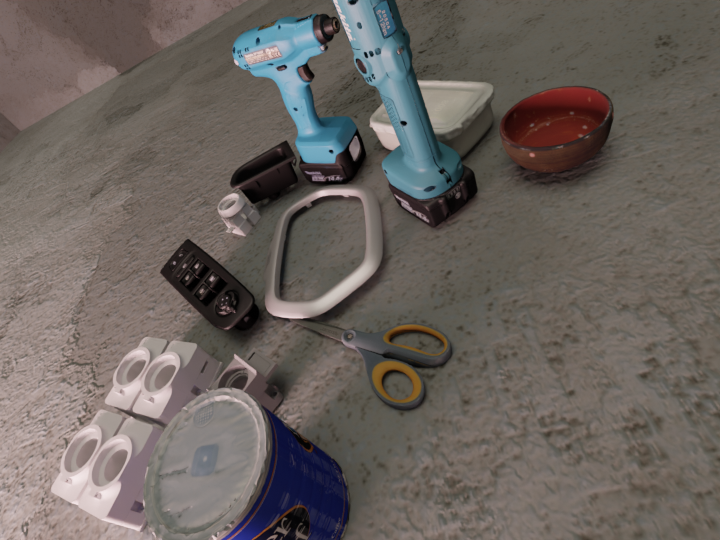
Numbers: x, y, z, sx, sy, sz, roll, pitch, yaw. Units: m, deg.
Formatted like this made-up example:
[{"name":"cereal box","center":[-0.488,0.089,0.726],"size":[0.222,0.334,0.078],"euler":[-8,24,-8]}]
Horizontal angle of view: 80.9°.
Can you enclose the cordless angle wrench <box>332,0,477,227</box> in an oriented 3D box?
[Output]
[{"name":"cordless angle wrench","center":[0.021,-0.217,0.419],"size":[0.074,0.401,0.104],"euler":[-38,43,-7]}]

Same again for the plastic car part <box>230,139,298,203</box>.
[{"name":"plastic car part","center":[-0.154,-0.155,0.715],"size":[0.117,0.067,0.069],"euler":[-30,43,4]}]

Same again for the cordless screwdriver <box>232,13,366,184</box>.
[{"name":"cordless screwdriver","center":[-0.059,-0.237,0.606],"size":[0.167,0.236,0.075],"euler":[6,54,34]}]

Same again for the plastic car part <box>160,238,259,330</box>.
[{"name":"plastic car part","center":[-0.205,0.028,0.586],"size":[0.066,0.063,0.215],"euler":[-48,45,-15]}]

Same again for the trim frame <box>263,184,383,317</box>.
[{"name":"trim frame","center":[-0.057,-0.037,0.581],"size":[0.188,0.026,0.257],"euler":[-18,45,16]}]
